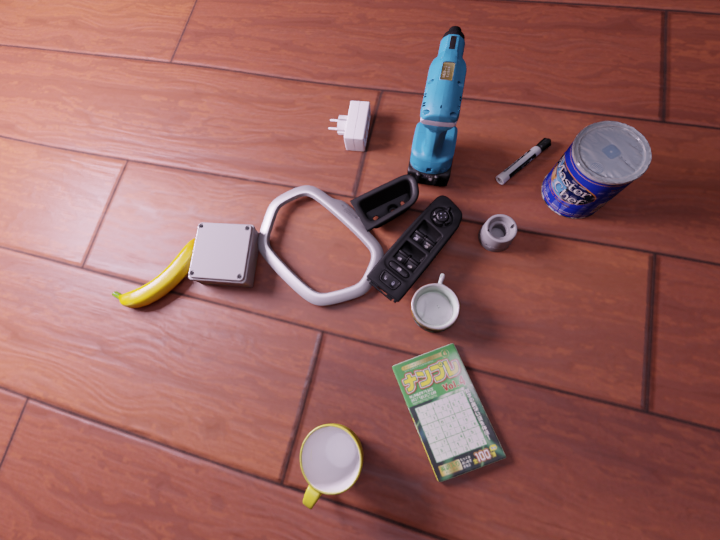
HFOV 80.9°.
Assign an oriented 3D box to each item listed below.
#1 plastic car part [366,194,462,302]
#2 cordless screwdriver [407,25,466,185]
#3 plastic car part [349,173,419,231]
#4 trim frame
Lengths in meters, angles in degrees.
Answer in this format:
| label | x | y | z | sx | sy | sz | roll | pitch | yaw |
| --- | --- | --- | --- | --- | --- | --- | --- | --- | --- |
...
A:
| label | x | y | z | sx | sy | sz | roll | pitch | yaw |
| --- | --- | --- | --- | --- | --- | --- | --- | --- | --- |
| plastic car part | 0.097 | -0.036 | 0.716 | 0.068 | 0.065 | 0.202 | 38 | 82 | 15 |
| cordless screwdriver | 0.127 | -0.249 | 0.685 | 0.076 | 0.242 | 0.161 | 11 | 76 | 7 |
| plastic car part | 0.050 | -0.113 | 0.746 | 0.116 | 0.069 | 0.068 | -27 | 73 | -1 |
| trim frame | -0.075 | -0.049 | 0.768 | 0.257 | 0.027 | 0.183 | 42 | 83 | 18 |
